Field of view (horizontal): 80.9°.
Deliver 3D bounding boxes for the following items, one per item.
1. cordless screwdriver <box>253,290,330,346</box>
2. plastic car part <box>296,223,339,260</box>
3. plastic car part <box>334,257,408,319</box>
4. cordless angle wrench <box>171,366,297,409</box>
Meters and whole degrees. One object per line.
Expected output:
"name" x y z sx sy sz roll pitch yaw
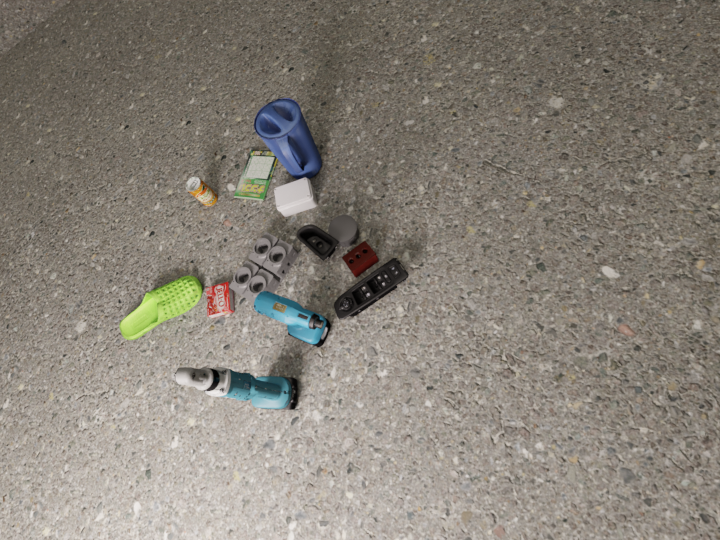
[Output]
"cordless screwdriver" -0.129 0.121 0.979 0.166 0.238 0.075 18 75 21
"plastic car part" -0.113 -0.074 1.151 0.122 0.068 0.066 37 83 26
"plastic car part" 0.024 0.053 1.055 0.203 0.064 0.069 -33 64 3
"cordless angle wrench" -0.243 0.240 0.873 0.100 0.404 0.076 -3 69 13
